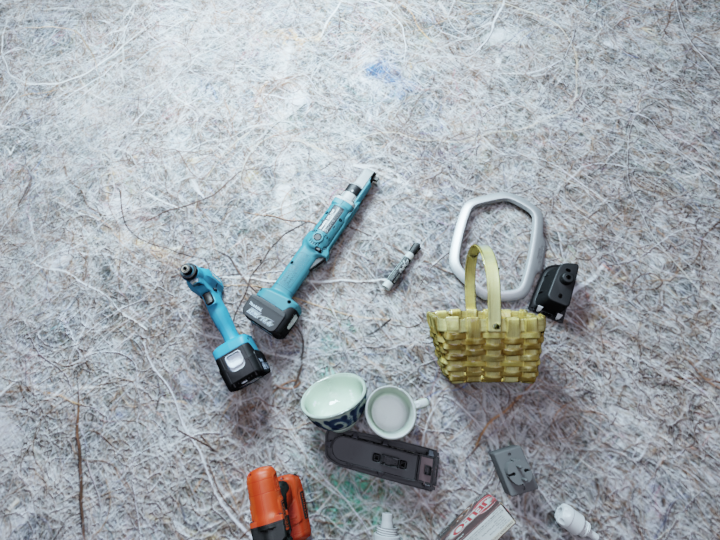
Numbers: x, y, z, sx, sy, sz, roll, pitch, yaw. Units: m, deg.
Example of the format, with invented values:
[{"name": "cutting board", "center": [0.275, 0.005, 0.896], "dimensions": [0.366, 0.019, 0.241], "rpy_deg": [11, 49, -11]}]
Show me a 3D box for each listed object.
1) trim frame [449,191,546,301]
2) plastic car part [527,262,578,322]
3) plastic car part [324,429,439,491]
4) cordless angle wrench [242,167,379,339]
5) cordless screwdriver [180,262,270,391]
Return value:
[{"name": "trim frame", "center": [0.285, -0.053, 0.870], "dimensions": [0.189, 0.026, 0.251], "rpy_deg": [14, 69, 13]}, {"name": "plastic car part", "center": [0.378, 0.030, 0.803], "dimensions": [0.068, 0.069, 0.117], "rpy_deg": [23, 76, 11]}, {"name": "plastic car part", "center": [0.032, 0.327, 0.734], "dimensions": [0.208, 0.065, 0.067], "rpy_deg": [10, 78, 13]}, {"name": "cordless angle wrench", "center": [-0.088, -0.057, 0.895], "dimensions": [0.101, 0.072, 0.422], "rpy_deg": [28, 72, 14]}, {"name": "cordless screwdriver", "center": [-0.266, 0.100, 0.806], "dimensions": [0.074, 0.155, 0.257], "rpy_deg": [-30, 71, -8]}]
